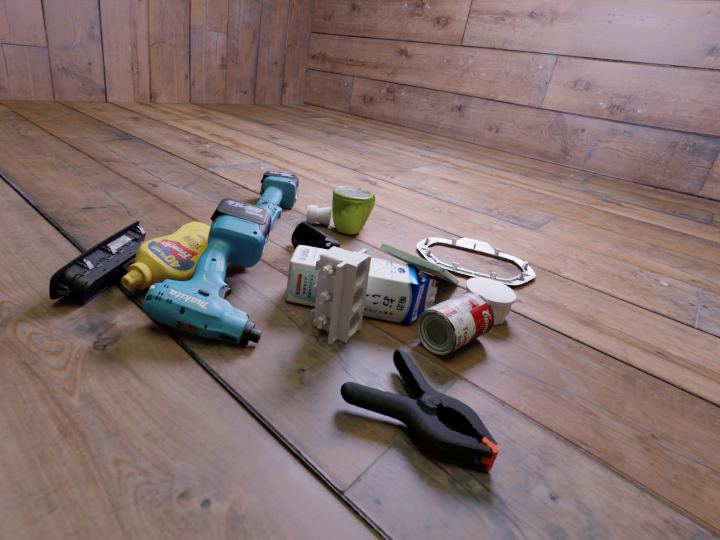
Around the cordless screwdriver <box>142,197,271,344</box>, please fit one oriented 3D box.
[{"bbox_3d":[-0.194,-0.002,0.643,0.159,0.073,0.253,18,41,-2],"label":"cordless screwdriver"}]

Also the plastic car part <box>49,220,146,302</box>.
[{"bbox_3d":[-0.396,-0.007,0.663,0.067,0.066,0.203,35,25,-6],"label":"plastic car part"}]

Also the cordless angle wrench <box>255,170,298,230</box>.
[{"bbox_3d":[-0.212,-0.125,0.938,0.098,0.073,0.432,7,28,-3],"label":"cordless angle wrench"}]

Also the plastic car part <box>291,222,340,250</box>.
[{"bbox_3d":[-0.083,-0.054,0.849,0.067,0.065,0.123,11,17,-35],"label":"plastic car part"}]

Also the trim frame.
[{"bbox_3d":[0.247,-0.028,0.915,0.256,0.027,0.182,14,26,15],"label":"trim frame"}]
